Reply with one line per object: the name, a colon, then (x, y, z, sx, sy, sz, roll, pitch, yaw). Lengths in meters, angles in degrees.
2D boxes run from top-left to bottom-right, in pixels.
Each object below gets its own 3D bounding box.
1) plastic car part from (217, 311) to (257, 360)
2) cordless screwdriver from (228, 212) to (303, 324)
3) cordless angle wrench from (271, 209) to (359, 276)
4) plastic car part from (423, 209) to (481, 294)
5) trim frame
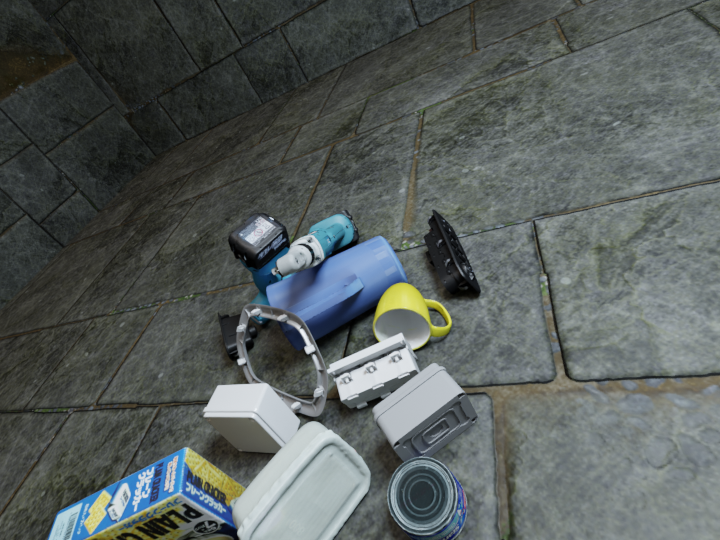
plastic car part: (-0.255, 0.134, 0.895, 0.070, 0.063, 0.123, -25, 36, -14)
cordless screwdriver: (-0.174, -0.010, 0.854, 0.078, 0.241, 0.157, 33, 56, 22)
cordless angle wrench: (-0.078, -0.051, 0.794, 0.099, 0.073, 0.421, -24, 8, 11)
plastic car part: (0.154, -0.029, 0.758, 0.068, 0.063, 0.211, -35, 33, 15)
trim frame: (-0.142, 0.150, 0.706, 0.261, 0.182, 0.026, 4, 12, 43)
